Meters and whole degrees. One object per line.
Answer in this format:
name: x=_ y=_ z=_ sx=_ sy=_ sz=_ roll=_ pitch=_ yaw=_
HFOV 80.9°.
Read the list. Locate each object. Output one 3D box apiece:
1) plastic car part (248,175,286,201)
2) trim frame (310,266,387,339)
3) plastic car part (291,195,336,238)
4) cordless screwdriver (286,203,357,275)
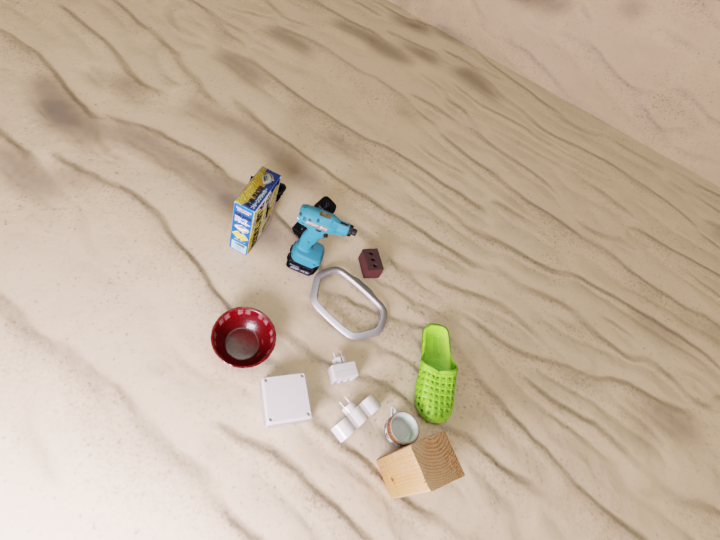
plastic car part: x=-0.300 y=-0.247 z=1.346 sx=0.115 sy=0.070 sz=0.067 roll=13 pitch=55 yaw=-9
trim frame: x=-0.035 y=0.092 z=1.219 sx=0.254 sy=0.027 sz=0.182 roll=39 pitch=55 yaw=11
plastic car part: x=-0.143 y=-0.157 z=1.333 sx=0.067 sy=0.066 sz=0.202 roll=33 pitch=54 yaw=4
cordless screwdriver: x=-0.115 y=-0.075 z=1.173 sx=0.158 sy=0.247 sz=0.075 roll=22 pitch=54 yaw=-5
